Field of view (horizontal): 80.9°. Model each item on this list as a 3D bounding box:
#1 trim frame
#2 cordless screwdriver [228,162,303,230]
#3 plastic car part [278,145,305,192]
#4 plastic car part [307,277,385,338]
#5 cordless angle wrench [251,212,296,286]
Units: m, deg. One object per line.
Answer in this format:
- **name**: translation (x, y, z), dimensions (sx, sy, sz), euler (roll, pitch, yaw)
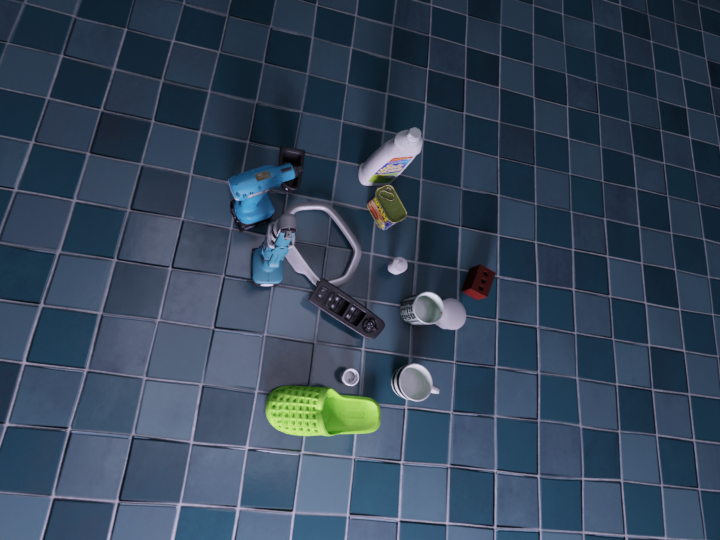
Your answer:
- **trim frame**: translation (-0.107, -0.070, 1.096), dimensions (0.182, 0.028, 0.250), euler (-35, 86, -18)
- **cordless screwdriver**: translation (-0.225, -0.175, 0.979), dimensions (0.156, 0.251, 0.075), euler (-22, 87, -19)
- **plastic car part**: translation (-0.186, -0.254, 1.102), dimensions (0.065, 0.071, 0.118), euler (7, 75, -14)
- **plastic car part**: translation (-0.037, 0.102, 1.047), dimensions (0.202, 0.067, 0.066), euler (33, 72, -3)
- **cordless angle wrench**: translation (-0.175, -0.042, 0.864), dimensions (0.072, 0.427, 0.099), euler (2, 79, -17)
